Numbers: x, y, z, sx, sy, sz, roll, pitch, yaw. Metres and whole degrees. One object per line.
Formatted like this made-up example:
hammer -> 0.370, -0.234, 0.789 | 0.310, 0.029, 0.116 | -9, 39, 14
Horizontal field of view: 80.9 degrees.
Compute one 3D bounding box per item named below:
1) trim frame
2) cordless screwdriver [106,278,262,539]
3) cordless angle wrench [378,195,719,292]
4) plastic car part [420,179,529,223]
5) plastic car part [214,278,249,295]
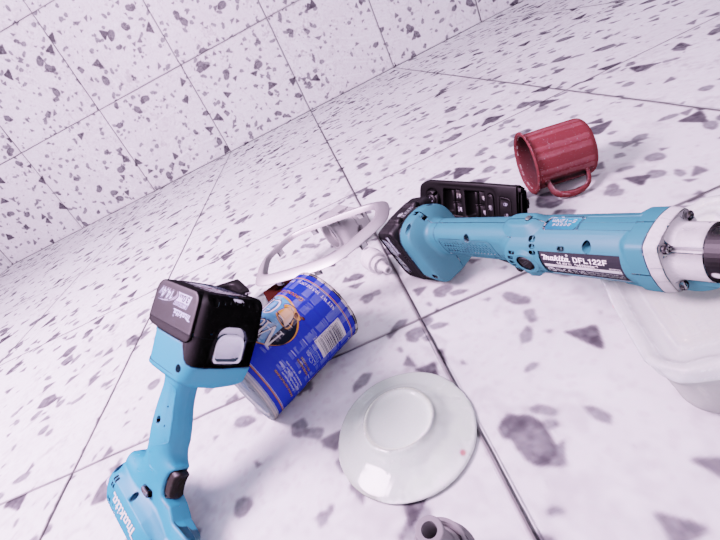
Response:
trim frame -> -0.063, -0.041, 0.645 | 0.257, 0.026, 0.184 | -18, 29, 36
cordless screwdriver -> -0.156, 0.140, 0.389 | 0.168, 0.070, 0.248 | 17, 90, 42
cordless angle wrench -> 0.166, -0.023, 0.387 | 0.074, 0.094, 0.440 | -46, 23, -16
plastic car part -> 0.168, -0.109, 0.634 | 0.066, 0.064, 0.214 | -29, 26, -26
plastic car part -> -0.240, 0.068, 0.693 | 0.114, 0.069, 0.069 | -22, 22, -24
